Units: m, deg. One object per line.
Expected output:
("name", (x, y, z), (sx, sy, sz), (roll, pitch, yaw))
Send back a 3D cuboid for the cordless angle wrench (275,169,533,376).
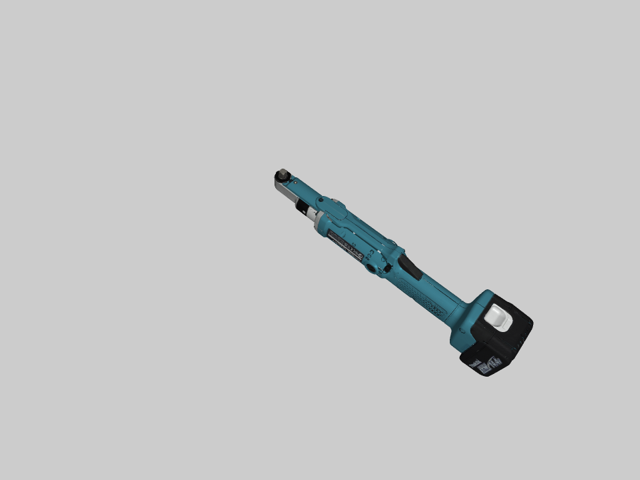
("cordless angle wrench", (0.091, 0.024, 0.619), (0.423, 0.074, 0.098), (37, -27, 16))
